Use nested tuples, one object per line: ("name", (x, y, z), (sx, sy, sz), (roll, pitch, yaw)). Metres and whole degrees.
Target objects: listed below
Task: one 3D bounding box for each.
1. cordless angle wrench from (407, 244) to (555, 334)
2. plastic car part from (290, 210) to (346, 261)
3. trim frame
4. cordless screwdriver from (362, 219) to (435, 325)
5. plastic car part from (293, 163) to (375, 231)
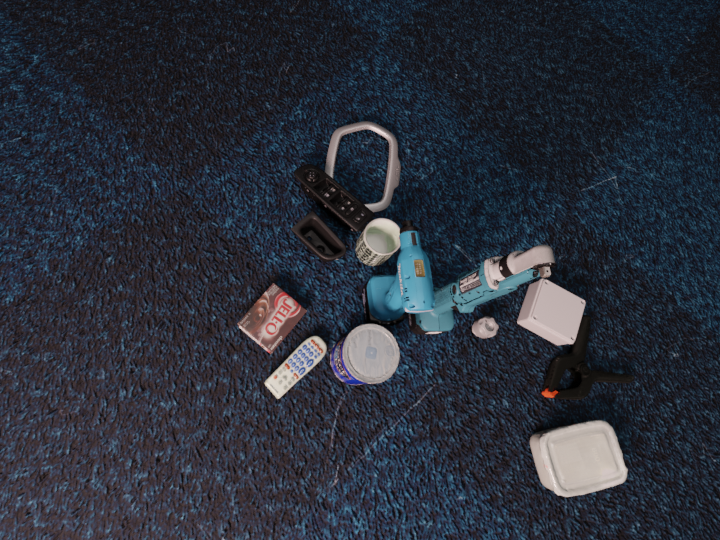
("cordless angle wrench", (0.185, 0.035, 0.725), (0.073, 0.422, 0.100), (1, 73, -13))
("plastic car part", (-0.088, -0.058, 0.905), (0.065, 0.070, 0.118), (-42, 83, -20))
("trim frame", (0.009, -0.250, 1.011), (0.182, 0.027, 0.252), (9, 69, -5))
("cordless screwdriver", (0.066, 0.018, 0.806), (0.073, 0.248, 0.162), (0, 73, -14))
("plastic car part", (-0.065, -0.161, 0.947), (0.206, 0.066, 0.066), (43, 69, 7))
